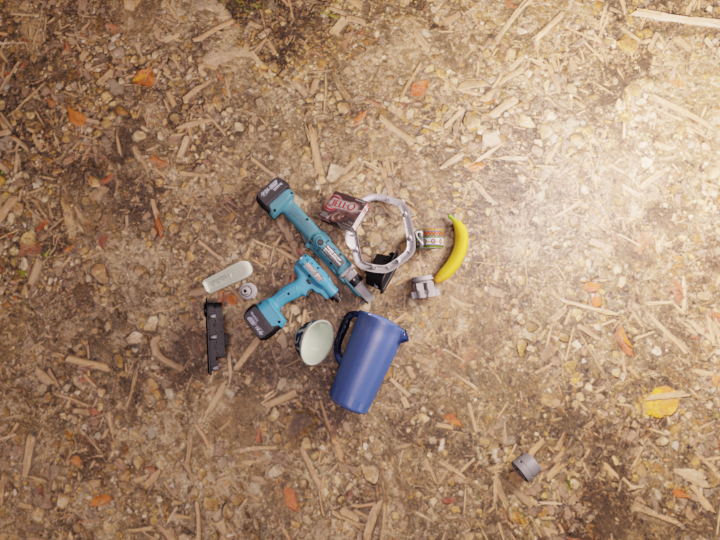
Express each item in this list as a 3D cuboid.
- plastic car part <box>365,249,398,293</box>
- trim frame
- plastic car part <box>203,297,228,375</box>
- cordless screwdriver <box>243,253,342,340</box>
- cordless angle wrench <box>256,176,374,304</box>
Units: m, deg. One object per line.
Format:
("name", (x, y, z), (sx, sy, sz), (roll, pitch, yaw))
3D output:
("plastic car part", (0.050, -0.001, 1.140), (0.074, 0.063, 0.116), (19, 58, 25))
("trim frame", (0.049, -0.107, 1.142), (0.186, 0.026, 0.255), (-9, 64, 8))
("plastic car part", (-0.390, 0.171, 1.134), (0.066, 0.067, 0.205), (-8, 82, -13))
("cordless screwdriver", (-0.181, 0.092, 1.137), (0.248, 0.074, 0.161), (-43, 85, -9))
("cordless angle wrench", (-0.114, -0.074, 1.161), (0.098, 0.074, 0.426), (-43, 86, -5))
